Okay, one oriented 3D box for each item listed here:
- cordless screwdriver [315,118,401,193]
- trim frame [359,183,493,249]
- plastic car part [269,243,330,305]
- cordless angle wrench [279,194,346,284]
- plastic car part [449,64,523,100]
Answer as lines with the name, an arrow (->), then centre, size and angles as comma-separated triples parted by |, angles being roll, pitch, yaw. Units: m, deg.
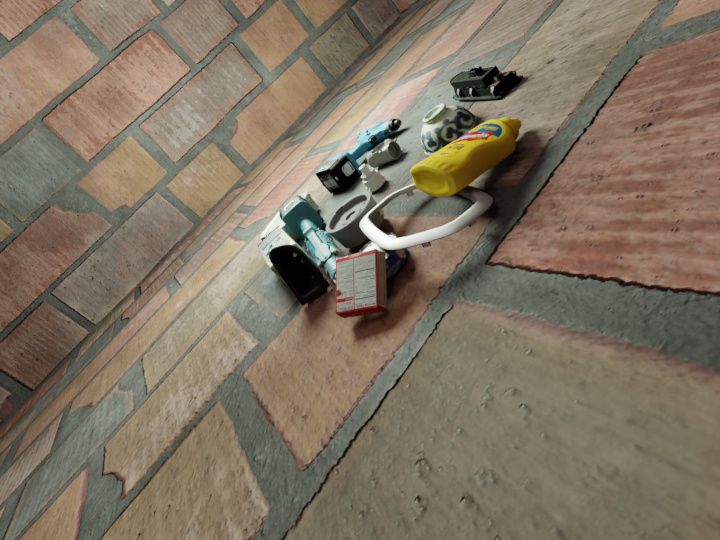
cordless screwdriver -> 0.000, -0.318, 1.137 | 0.166, 0.072, 0.247 | -3, 42, 55
trim frame -> 0.094, -0.093, 0.657 | 0.184, 0.026, 0.258 | -31, 24, -3
plastic car part -> -0.111, -0.005, 0.790 | 0.066, 0.117, 0.070 | -38, -1, 14
cordless angle wrench -> -0.083, -0.054, 0.847 | 0.074, 0.093, 0.442 | -43, 29, 2
plastic car part -> 0.252, -0.405, 0.915 | 0.066, 0.065, 0.210 | -49, 22, 4
